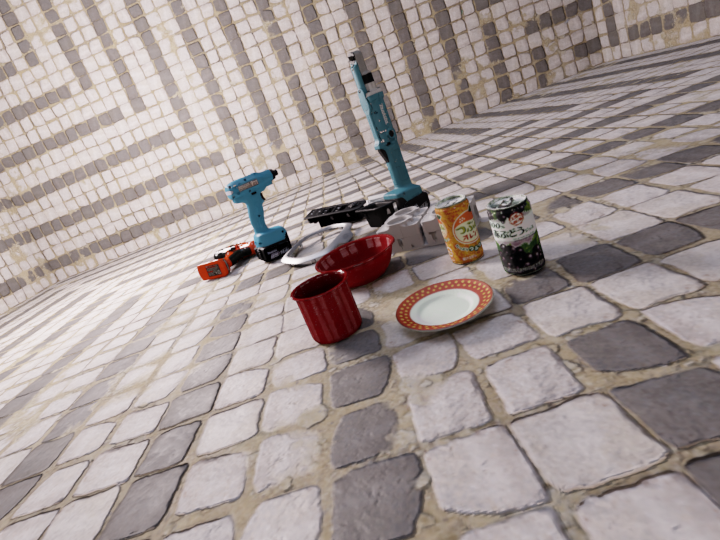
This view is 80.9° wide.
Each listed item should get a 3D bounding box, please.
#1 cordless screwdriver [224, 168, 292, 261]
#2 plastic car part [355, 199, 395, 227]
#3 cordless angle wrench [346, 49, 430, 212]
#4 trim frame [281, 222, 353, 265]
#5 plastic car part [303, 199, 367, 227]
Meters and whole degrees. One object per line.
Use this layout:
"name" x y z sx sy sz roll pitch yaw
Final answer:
"cordless screwdriver" -0.266 -0.159 1.204 0.156 0.243 0.078 -30 17 -26
"plastic car part" 0.050 -0.134 1.052 0.065 0.069 0.121 -28 19 -20
"cordless angle wrench" 0.059 -0.333 1.051 0.096 0.413 0.078 -29 16 -27
"trim frame" -0.111 -0.072 1.131 0.190 0.027 0.247 -13 21 25
"plastic car part" -0.070 -0.167 1.281 0.210 0.065 0.065 -11 20 31
